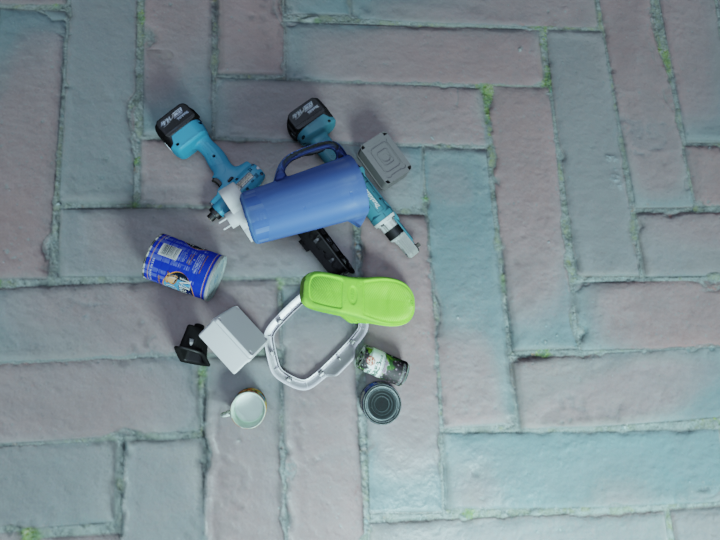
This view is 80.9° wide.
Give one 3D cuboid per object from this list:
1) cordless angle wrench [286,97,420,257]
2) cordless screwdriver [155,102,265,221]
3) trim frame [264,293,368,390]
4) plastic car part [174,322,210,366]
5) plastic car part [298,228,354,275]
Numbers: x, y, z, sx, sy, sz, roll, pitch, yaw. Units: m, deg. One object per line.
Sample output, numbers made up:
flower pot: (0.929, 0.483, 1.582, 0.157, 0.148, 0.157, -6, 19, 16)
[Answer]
cordless angle wrench: (-0.010, -0.200, 0.967, 0.097, 0.074, 0.425, -38, 88, -9)
cordless screwdriver: (-0.354, -0.239, 0.946, 0.248, 0.075, 0.158, 43, 80, -1)
trim frame: (-0.096, 0.142, 0.925, 0.247, 0.027, 0.185, -43, 87, -11)
plastic car part: (-0.340, 0.148, 0.870, 0.065, 0.115, 0.072, 10, 58, -7)
plastic car part: (-0.092, -0.060, 0.940, 0.067, 0.065, 0.205, -42, 85, 4)
